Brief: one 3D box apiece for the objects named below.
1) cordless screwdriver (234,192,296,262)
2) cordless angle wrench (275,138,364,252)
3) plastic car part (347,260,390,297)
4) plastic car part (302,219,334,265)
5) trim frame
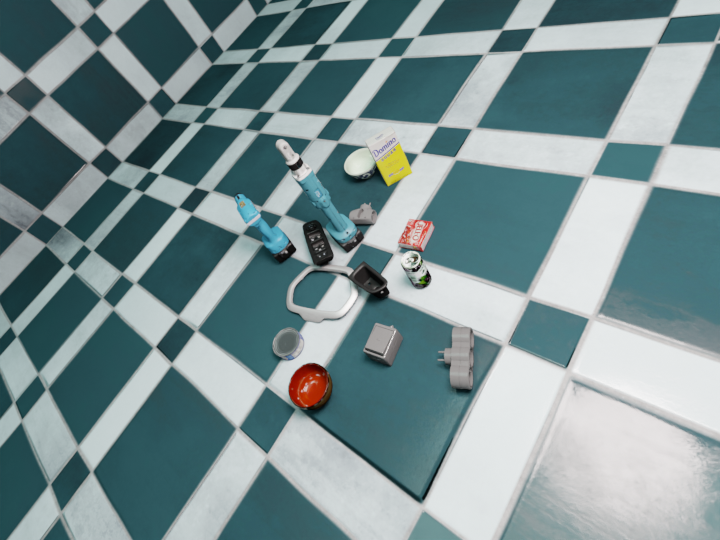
[{"bbox_3d":[-0.314,-0.143,1.362,0.074,0.235,0.168,-39,47,-2],"label":"cordless screwdriver"},{"bbox_3d":[-0.114,-0.204,1.177,0.074,0.400,0.104,-42,47,-5],"label":"cordless angle wrench"},{"bbox_3d":[0.033,0.038,1.144,0.066,0.067,0.123,-46,48,-7],"label":"plastic car part"},{"bbox_3d":[-0.130,-0.085,1.330,0.067,0.063,0.213,-31,48,6],"label":"plastic car part"},{"bbox_3d":[-0.115,0.063,1.240,0.260,0.026,0.186,4,60,32],"label":"trim frame"}]
